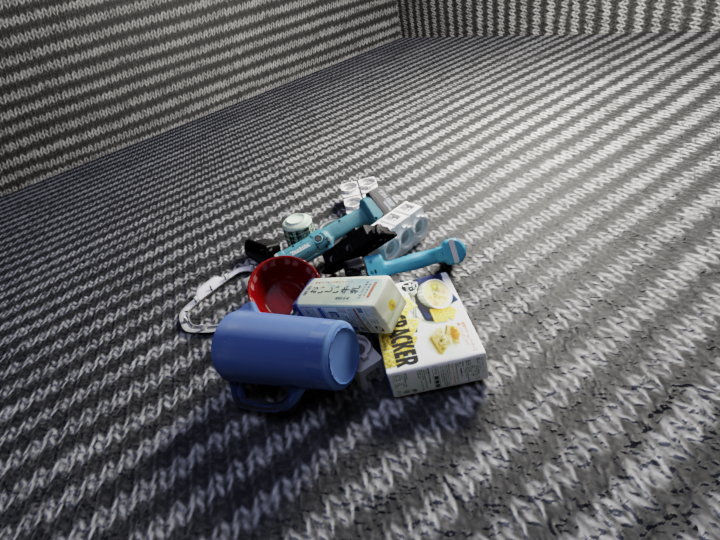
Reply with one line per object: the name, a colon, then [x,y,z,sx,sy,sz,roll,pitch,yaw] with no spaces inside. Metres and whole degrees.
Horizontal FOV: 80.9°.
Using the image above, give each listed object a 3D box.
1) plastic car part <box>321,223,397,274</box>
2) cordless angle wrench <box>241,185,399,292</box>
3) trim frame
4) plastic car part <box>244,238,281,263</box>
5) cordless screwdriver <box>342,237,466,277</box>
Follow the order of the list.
plastic car part: [-0.020,-0.051,0.942,0.206,0.069,0.063,-36,-15,34]
cordless angle wrench: [-0.101,-0.066,1.030,0.418,0.073,0.101,-31,71,-13]
trim frame: [-0.324,0.062,1.023,0.195,0.026,0.245,18,50,39]
plastic car part: [-0.256,-0.059,1.137,0.069,0.064,0.123,-21,29,-35]
cordless screwdriver: [0.093,-0.013,0.902,0.252,0.075,0.156,-15,-2,10]
